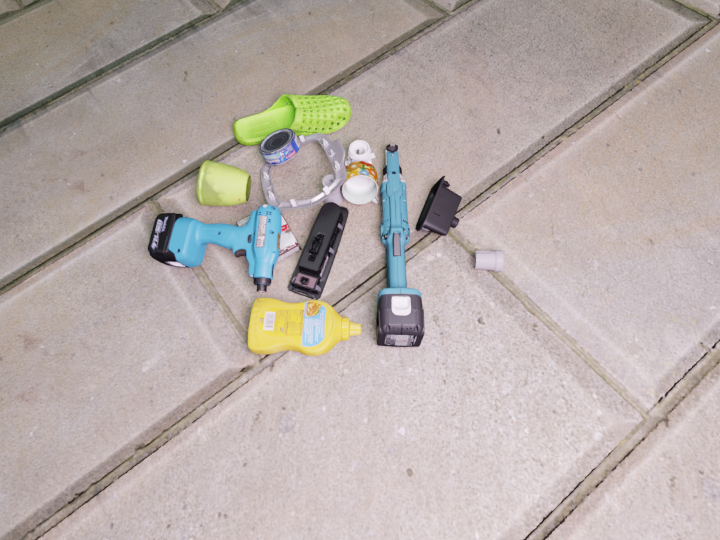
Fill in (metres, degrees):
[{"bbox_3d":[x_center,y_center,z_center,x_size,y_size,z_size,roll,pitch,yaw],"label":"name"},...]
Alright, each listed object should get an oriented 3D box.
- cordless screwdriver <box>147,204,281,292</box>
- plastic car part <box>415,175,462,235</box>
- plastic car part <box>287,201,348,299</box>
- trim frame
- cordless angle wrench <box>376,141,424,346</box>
[{"bbox_3d":[-0.270,-0.037,0.791,0.254,0.071,0.162,-2,72,14],"label":"cordless screwdriver"},{"bbox_3d":[0.158,-0.112,0.821,0.071,0.066,0.117,23,71,-3],"label":"plastic car part"},{"bbox_3d":[-0.079,-0.052,0.811,0.068,0.064,0.205,12,63,16],"label":"plastic car part"},{"bbox_3d":[-0.119,-0.209,0.864,0.185,0.026,0.260,-26,44,4],"label":"trim frame"},{"bbox_3d":[0.065,-0.073,0.797,0.075,0.095,0.434,-1,60,2],"label":"cordless angle wrench"}]
